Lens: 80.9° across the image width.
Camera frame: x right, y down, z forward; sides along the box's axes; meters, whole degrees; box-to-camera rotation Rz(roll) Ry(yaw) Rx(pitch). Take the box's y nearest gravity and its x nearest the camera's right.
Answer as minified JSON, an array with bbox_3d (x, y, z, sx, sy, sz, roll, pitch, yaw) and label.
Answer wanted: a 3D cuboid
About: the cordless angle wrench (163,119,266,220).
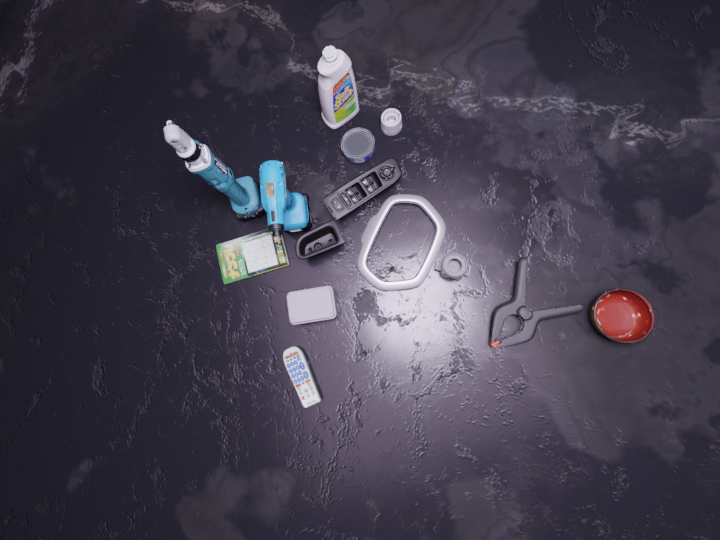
[{"bbox_3d":[-0.306,-0.205,0.918,0.075,0.413,0.099,-17,81,3],"label":"cordless angle wrench"}]

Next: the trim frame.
[{"bbox_3d":[0.095,-0.069,1.017,0.189,0.027,0.249,23,84,14],"label":"trim frame"}]

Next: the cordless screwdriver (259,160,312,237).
[{"bbox_3d":[-0.169,-0.133,0.967,0.075,0.243,0.161,-7,80,5],"label":"cordless screwdriver"}]

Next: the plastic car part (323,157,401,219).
[{"bbox_3d":[0.011,-0.198,1.038,0.203,0.065,0.068,-34,78,2],"label":"plastic car part"}]

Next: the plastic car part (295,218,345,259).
[{"bbox_3d":[-0.101,-0.066,1.030,0.117,0.069,0.067,-25,78,4],"label":"plastic car part"}]
